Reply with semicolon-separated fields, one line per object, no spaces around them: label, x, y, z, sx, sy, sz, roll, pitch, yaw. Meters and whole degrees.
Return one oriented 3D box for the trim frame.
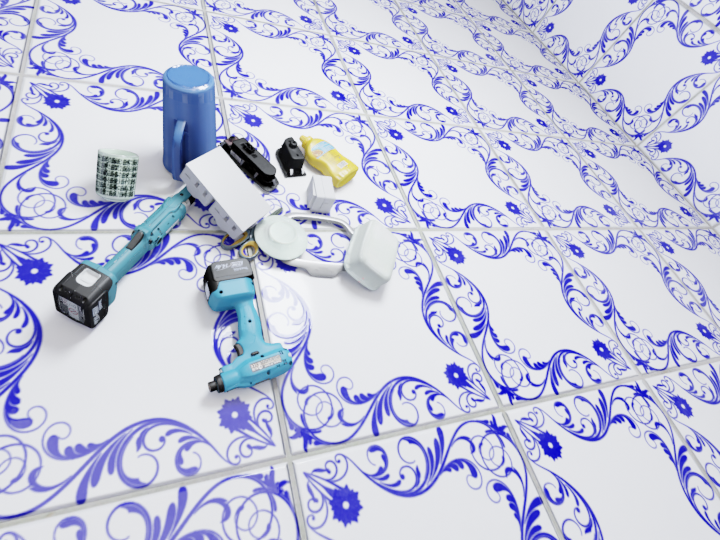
trim frame;-0.102;-0.066;1.040;0.240;0.027;0.191;5;52;-21

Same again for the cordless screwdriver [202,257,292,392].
cordless screwdriver;-0.248;0.104;0.820;0.154;0.074;0.257;-15;65;-31

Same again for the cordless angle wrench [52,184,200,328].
cordless angle wrench;-0.439;-0.073;0.872;0.074;0.098;0.427;27;45;-6

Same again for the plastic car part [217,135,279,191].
plastic car part;-0.286;-0.293;1.116;0.208;0.067;0.065;47;44;12

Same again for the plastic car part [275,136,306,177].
plastic car part;-0.191;-0.322;1.169;0.063;0.071;0.121;-11;63;-32
